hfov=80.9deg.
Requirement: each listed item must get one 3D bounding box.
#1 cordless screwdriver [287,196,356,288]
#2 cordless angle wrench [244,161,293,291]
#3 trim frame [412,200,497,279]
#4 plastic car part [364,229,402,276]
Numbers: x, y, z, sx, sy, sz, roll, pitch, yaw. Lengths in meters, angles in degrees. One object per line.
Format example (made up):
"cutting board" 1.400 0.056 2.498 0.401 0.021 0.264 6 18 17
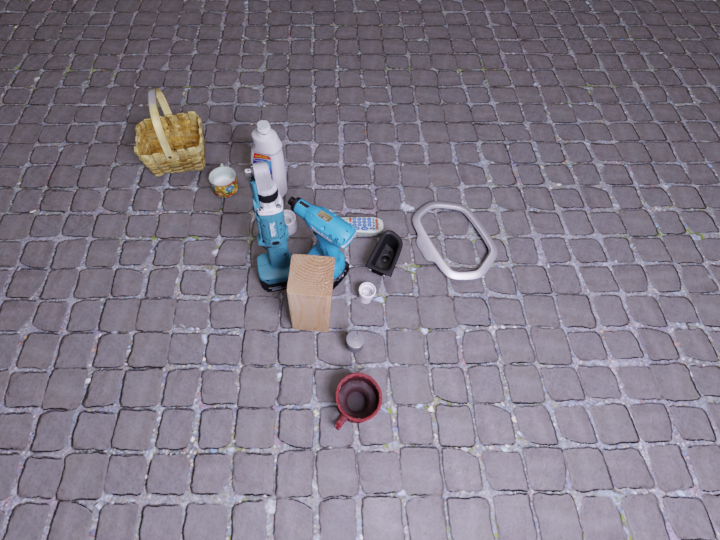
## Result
"cordless screwdriver" -0.094 -0.061 0.956 0.164 0.243 0.074 36 65 14
"cordless angle wrench" -0.180 -0.077 0.868 0.097 0.413 0.077 -9 64 -10
"trim frame" 0.239 -0.083 1.095 0.182 0.027 0.258 -21 63 -12
"plastic car part" 0.061 -0.033 1.041 0.067 0.069 0.117 23 63 9
